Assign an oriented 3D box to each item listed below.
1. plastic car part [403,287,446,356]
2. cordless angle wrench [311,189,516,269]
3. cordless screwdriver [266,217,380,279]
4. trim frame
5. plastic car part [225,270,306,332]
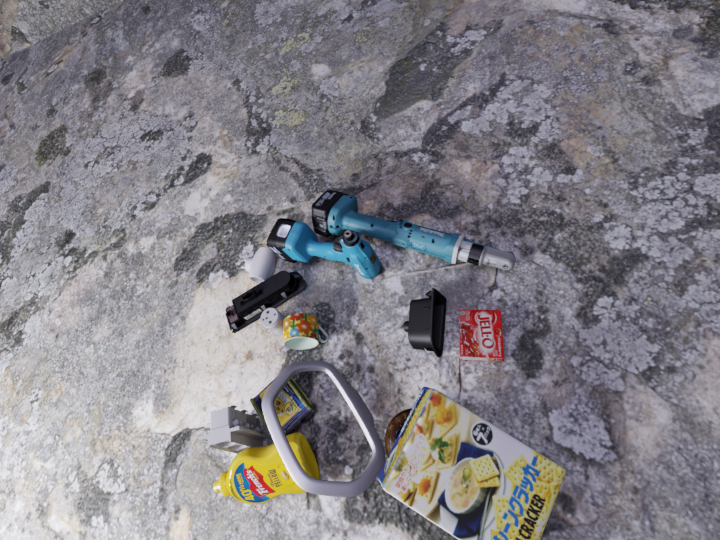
[{"bbox_3d":[0.117,0.098,0.794,0.074,0.062,0.118,-4,65,35],"label":"plastic car part"},{"bbox_3d":[0.097,-0.075,0.881,0.441,0.072,0.097,18,46,24],"label":"cordless angle wrench"},{"bbox_3d":[-0.088,-0.057,0.898,0.261,0.151,0.075,15,69,29],"label":"cordless screwdriver"},{"bbox_3d":[-0.065,0.265,0.737,0.178,0.027,0.262,-18,50,-28],"label":"trim frame"},{"bbox_3d":[-0.221,0.057,0.948,0.203,0.063,0.070,-29,51,2],"label":"plastic car part"}]
